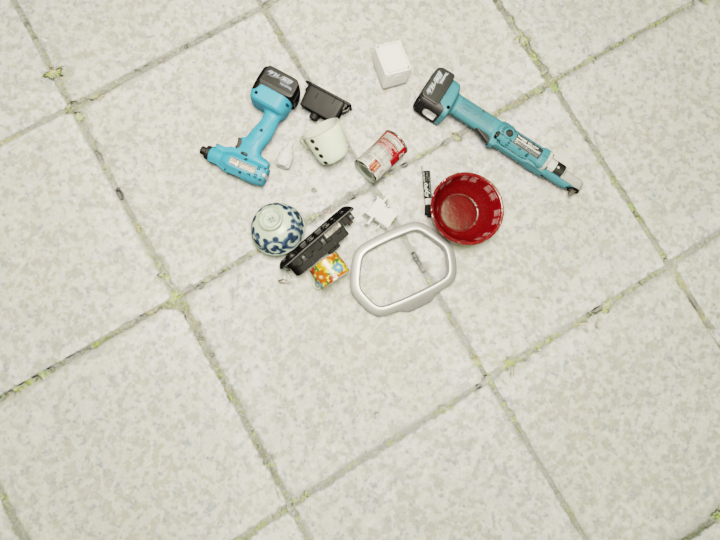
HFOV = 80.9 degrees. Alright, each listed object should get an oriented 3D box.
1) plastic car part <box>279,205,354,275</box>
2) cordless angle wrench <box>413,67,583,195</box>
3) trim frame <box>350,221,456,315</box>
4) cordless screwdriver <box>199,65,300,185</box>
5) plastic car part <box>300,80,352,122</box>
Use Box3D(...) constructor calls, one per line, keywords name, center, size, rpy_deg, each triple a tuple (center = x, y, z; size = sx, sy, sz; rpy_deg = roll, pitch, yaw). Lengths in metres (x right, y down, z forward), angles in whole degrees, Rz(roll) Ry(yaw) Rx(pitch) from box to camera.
Box3D(name="plastic car part", center=(-0.090, -0.059, 0.924), size=(0.202, 0.069, 0.064), rpy_deg=(-37, 115, -7))
Box3D(name="cordless angle wrench", center=(0.322, -0.301, 0.957), size=(0.422, 0.074, 0.098), rpy_deg=(32, 84, -1))
Box3D(name="trim frame", center=(0.093, -0.002, 0.937), size=(0.247, 0.027, 0.186), rpy_deg=(-25, 84, -6))
Box3D(name="cordless screwdriver", center=(-0.241, -0.327, 0.940), size=(0.159, 0.074, 0.249), rpy_deg=(23, 87, 0))
Box3D(name="plastic car part", center=(-0.085, -0.371, 0.959), size=(0.117, 0.066, 0.071), rpy_deg=(27, 98, 3))
